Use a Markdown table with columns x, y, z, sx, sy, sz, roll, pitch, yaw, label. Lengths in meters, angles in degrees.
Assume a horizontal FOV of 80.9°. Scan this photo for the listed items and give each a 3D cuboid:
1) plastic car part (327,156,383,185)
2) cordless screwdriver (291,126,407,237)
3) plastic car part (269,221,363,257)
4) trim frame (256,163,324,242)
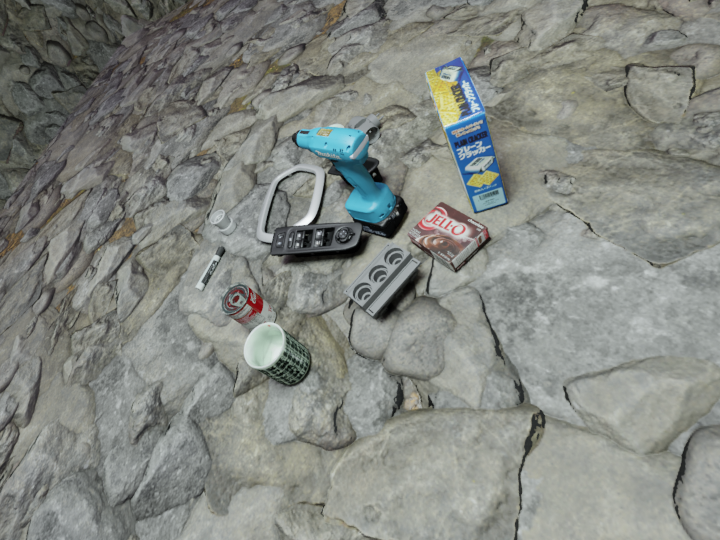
| x | y | z | sx | sy | sz | roll | pitch | yaw | label |
| --- | --- | --- | --- | --- | --- | --- | --- | --- | --- |
| -0.001 | -0.207 | 0.916 | 0.123 | 0.067 | 0.066 | 24 | 73 | 40 | plastic car part |
| -0.020 | -0.169 | 0.786 | 0.168 | 0.235 | 0.074 | 22 | 71 | 39 | cordless screwdriver |
| -0.084 | -0.055 | 0.862 | 0.211 | 0.063 | 0.067 | -5 | 56 | 28 | plastic car part |
| -0.171 | -0.166 | 1.017 | 0.190 | 0.026 | 0.254 | -11 | 54 | 24 | trim frame |
